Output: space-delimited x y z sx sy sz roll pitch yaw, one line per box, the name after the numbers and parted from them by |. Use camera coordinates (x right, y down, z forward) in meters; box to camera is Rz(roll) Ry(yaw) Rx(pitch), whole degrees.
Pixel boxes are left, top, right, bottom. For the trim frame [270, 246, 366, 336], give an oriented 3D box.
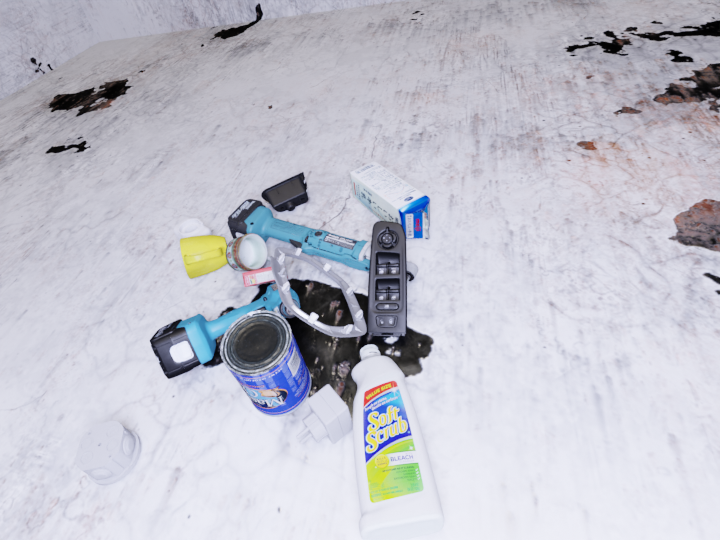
-0.075 0.029 0.722 0.177 0.027 0.258 23 22 -23 | trim frame

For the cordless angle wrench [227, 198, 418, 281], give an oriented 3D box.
-0.085 -0.056 0.874 0.442 0.071 0.097 17 52 26 | cordless angle wrench

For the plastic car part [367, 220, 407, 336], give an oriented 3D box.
0.053 0.012 0.739 0.069 0.064 0.206 -5 75 24 | plastic car part

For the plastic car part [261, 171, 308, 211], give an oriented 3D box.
-0.174 -0.177 1.028 0.115 0.063 0.074 -28 60 -10 | plastic car part

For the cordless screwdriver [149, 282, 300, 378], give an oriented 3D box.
-0.219 0.094 0.710 0.245 0.073 0.164 -25 12 -13 | cordless screwdriver
